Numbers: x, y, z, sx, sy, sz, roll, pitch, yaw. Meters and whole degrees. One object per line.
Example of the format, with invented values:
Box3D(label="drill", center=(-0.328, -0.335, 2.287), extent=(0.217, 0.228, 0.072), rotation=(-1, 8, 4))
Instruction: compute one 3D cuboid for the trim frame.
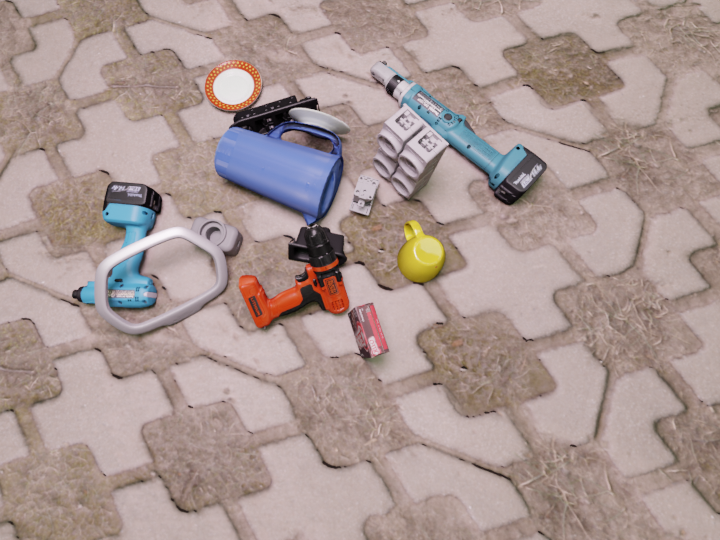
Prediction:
Box3D(label="trim frame", center=(-0.373, 0.022, 0.798), extent=(0.246, 0.029, 0.178), rotation=(-29, 114, -12))

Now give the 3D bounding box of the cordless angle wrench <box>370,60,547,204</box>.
Box3D(label="cordless angle wrench", center=(0.181, -0.309, 0.890), extent=(0.434, 0.073, 0.097), rotation=(43, 81, 13))

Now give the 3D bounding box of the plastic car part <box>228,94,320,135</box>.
Box3D(label="plastic car part", center=(-0.192, -0.334, 0.913), extent=(0.202, 0.064, 0.069), rotation=(-21, 69, -3))

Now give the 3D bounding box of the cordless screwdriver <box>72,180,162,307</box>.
Box3D(label="cordless screwdriver", center=(-0.489, -0.051, 0.852), extent=(0.160, 0.073, 0.251), rotation=(0, 80, 2))

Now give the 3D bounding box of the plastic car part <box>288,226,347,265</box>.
Box3D(label="plastic car part", center=(-0.083, -0.054, 0.846), extent=(0.116, 0.065, 0.072), rotation=(8, 64, -1))
